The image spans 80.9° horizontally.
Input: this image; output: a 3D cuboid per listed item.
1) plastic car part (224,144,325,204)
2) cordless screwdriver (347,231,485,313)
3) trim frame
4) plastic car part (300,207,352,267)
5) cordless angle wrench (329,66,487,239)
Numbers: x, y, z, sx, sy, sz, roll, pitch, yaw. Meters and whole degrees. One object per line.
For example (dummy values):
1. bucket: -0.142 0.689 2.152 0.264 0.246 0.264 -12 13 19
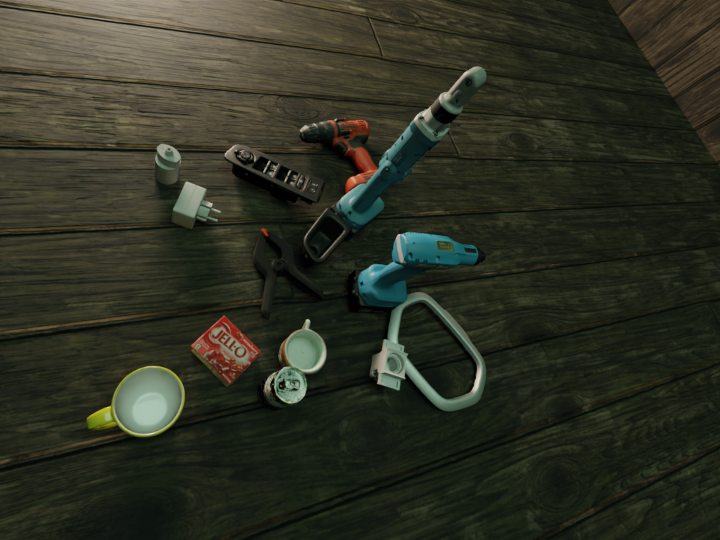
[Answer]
1. plastic car part: -0.175 -0.188 0.848 0.199 0.067 0.067 26 58 -10
2. cordless screwdriver: 0.087 0.008 0.752 0.153 0.251 0.076 5 66 -24
3. trim frame: 0.152 0.157 0.838 0.251 0.028 0.181 47 57 4
4. plastic car part: -0.080 -0.052 0.818 0.066 0.072 0.116 39 56 -5
5. cordless angle wrench: 0.064 -0.185 0.734 0.096 0.428 0.075 -39 90 -34
